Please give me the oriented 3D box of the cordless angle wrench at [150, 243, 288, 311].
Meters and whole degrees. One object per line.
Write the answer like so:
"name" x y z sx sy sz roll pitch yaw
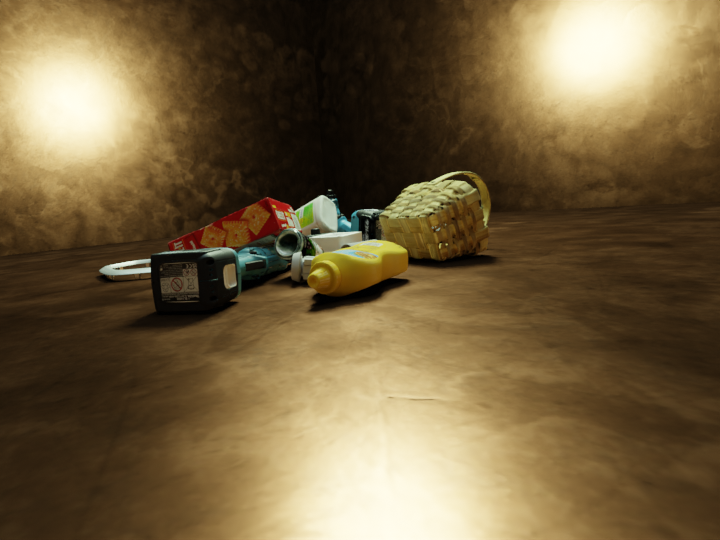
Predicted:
"cordless angle wrench" -0.181 -0.012 0.711 0.100 0.074 0.416 -3 7 12

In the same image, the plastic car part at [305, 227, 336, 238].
"plastic car part" -0.095 -0.062 0.972 0.112 0.071 0.069 -6 5 -33

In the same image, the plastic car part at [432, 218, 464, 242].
"plastic car part" 0.189 -0.086 1.037 0.210 0.064 0.067 0 34 22

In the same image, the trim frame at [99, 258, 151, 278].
"trim frame" -0.486 -0.006 0.959 0.177 0.027 0.260 -13 10 -37

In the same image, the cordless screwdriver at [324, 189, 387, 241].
"cordless screwdriver" -0.021 -0.126 1.057 0.071 0.158 0.261 -5 9 -34
